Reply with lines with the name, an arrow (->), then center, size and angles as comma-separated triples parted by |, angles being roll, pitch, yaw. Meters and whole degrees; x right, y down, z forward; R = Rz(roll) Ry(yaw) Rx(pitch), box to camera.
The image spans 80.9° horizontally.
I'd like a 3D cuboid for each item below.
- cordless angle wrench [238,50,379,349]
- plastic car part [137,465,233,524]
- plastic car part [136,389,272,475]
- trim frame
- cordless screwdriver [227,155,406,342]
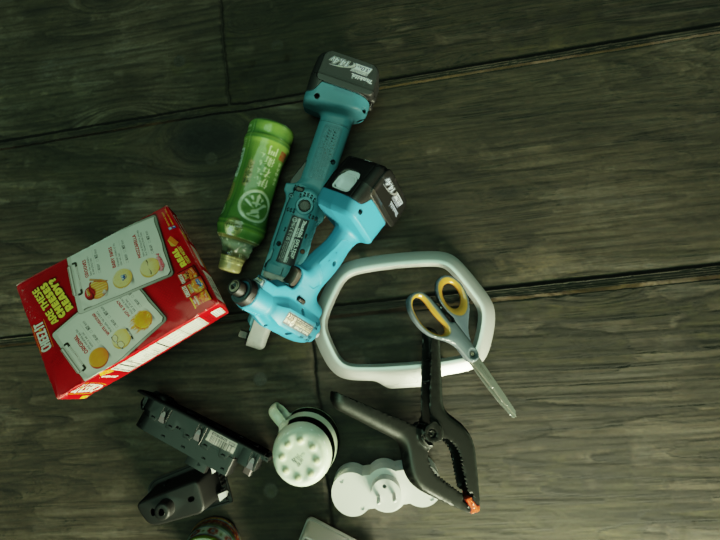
cordless angle wrench -> -0.081, -0.091, 0.602 | 0.098, 0.074, 0.423 | 19, 88, -3
plastic car part -> -0.242, 0.305, 0.565 | 0.117, 0.070, 0.067 | -20, 81, 0
plastic car part -> -0.220, 0.224, 0.572 | 0.208, 0.065, 0.067 | 26, 78, 11
trim frame -> 0.056, 0.067, 0.583 | 0.250, 0.027, 0.186 | -7, 80, 5
cordless screwdriver -> -0.052, -0.034, 0.535 | 0.079, 0.150, 0.248 | 28, 81, 37
